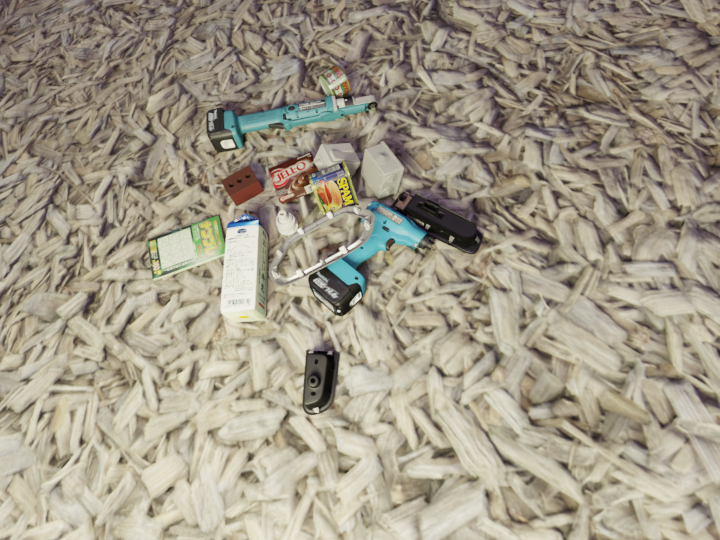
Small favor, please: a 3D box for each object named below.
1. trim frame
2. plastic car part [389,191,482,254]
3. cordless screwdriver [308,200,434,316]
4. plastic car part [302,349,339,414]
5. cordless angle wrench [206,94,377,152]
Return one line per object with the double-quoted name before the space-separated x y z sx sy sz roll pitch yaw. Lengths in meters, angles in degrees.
"trim frame" -0.083 -0.055 0.853 0.251 0.026 0.191 -26 37 11
"plastic car part" 0.159 -0.108 0.873 0.211 0.065 0.066 33 67 19
"cordless screwdriver" 0.021 -0.017 0.847 0.166 0.071 0.247 33 71 22
"plastic car part" -0.079 0.197 0.766 0.067 0.068 0.119 1 63 9
"cordless angle wrench" -0.169 -0.385 1.057 0.425 0.072 0.101 -10 65 3
